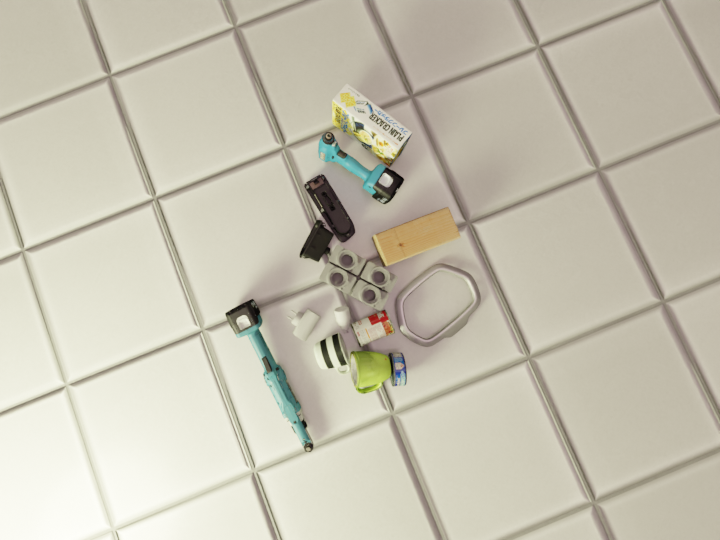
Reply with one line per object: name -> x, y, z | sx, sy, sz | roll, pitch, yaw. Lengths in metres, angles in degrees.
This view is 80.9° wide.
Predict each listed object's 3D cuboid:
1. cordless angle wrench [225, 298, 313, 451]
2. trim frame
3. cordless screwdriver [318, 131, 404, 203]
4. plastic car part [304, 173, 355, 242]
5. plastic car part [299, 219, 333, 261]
cordless angle wrench -> -0.227, 0.281, 1.117 | 0.074, 0.098, 0.424 | -27, 89, -4
trim frame -> 0.210, 0.094, 1.154 | 0.248, 0.027, 0.186 | -40, 84, -5
cordless screwdriver -> -0.005, -0.280, 1.131 | 0.250, 0.159, 0.074 | 34, 85, 0
plastic car part -> -0.079, -0.176, 1.172 | 0.066, 0.067, 0.204 | -30, 87, -11
plastic car part -> -0.114, -0.075, 1.165 | 0.069, 0.067, 0.116 | 25, 88, -14
